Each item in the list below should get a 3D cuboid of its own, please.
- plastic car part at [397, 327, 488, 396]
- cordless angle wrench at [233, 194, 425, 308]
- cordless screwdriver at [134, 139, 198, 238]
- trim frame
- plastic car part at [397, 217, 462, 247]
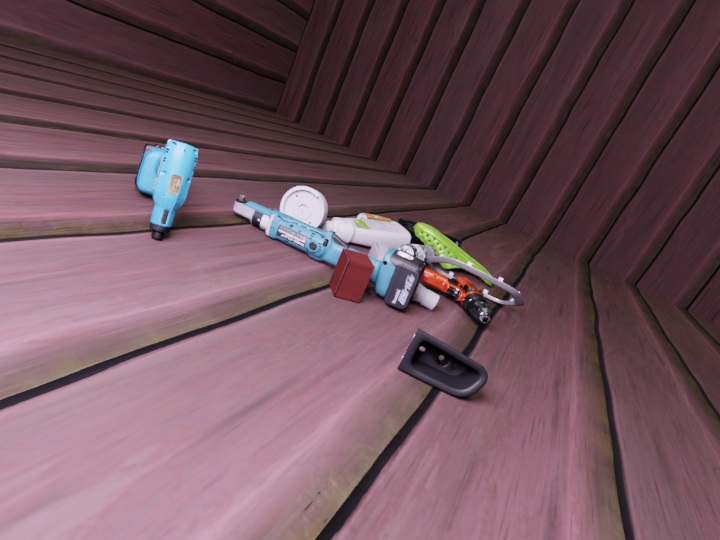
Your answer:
[{"bbox_3d":[0.119,0.136,0.628,0.117,0.066,0.071,27,5,1],"label":"plastic car part"},{"bbox_3d":[-0.084,-0.055,0.859,0.437,0.097,0.072,24,19,17],"label":"cordless angle wrench"},{"bbox_3d":[-0.360,-0.153,0.767,0.071,0.159,0.262,15,6,-34],"label":"cordless screwdriver"},{"bbox_3d":[0.277,0.023,1.029,0.254,0.027,0.180,26,-12,9],"label":"trim frame"},{"bbox_3d":[0.201,-0.093,1.300,0.207,0.065,0.067,27,45,8],"label":"plastic car part"}]
